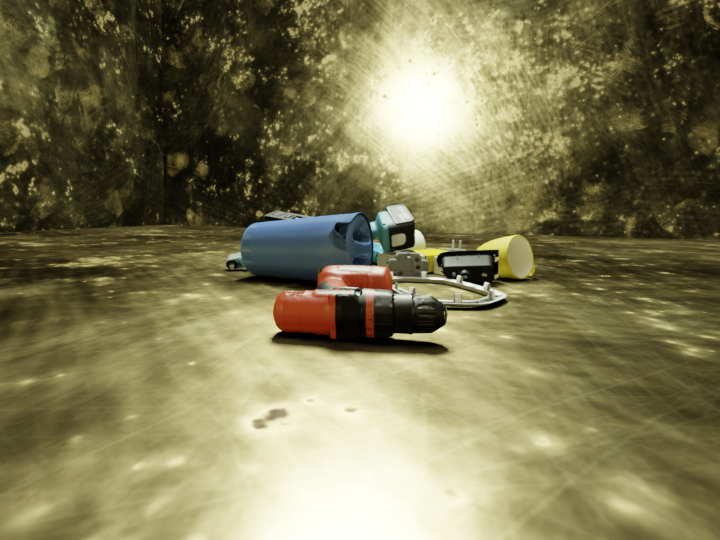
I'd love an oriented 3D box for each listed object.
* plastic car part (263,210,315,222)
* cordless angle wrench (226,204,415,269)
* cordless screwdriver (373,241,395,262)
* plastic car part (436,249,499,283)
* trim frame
[{"bbox_3d":[-0.102,-0.083,0.890,0.209,0.066,0.065,8,9,16],"label":"plastic car part"},{"bbox_3d":[-0.093,-0.061,0.952,0.421,0.071,0.102,-12,36,-3],"label":"cordless angle wrench"},{"bbox_3d":[-0.044,-0.048,1.057,0.241,0.074,0.165,2,7,-20],"label":"cordless screwdriver"},{"bbox_3d":[0.208,0.000,0.815,0.119,0.064,0.071,-1,20,13],"label":"plastic car part"},{"bbox_3d":[0.121,0.027,0.707,0.179,0.027,0.258,-3,11,-19],"label":"trim frame"}]
